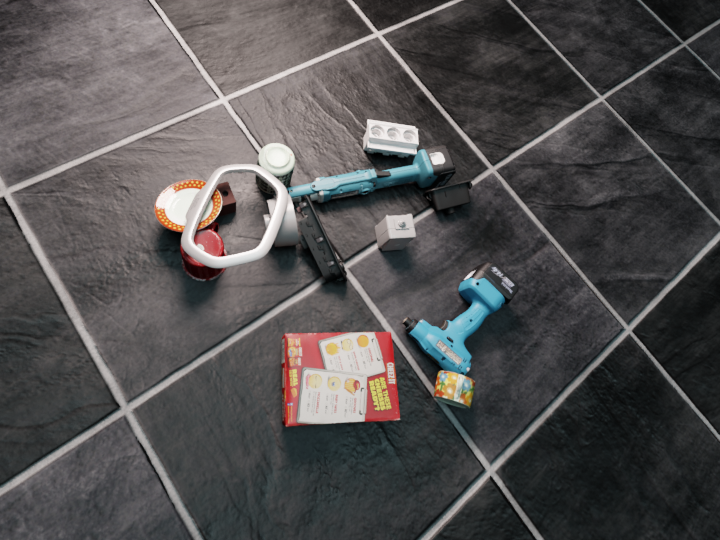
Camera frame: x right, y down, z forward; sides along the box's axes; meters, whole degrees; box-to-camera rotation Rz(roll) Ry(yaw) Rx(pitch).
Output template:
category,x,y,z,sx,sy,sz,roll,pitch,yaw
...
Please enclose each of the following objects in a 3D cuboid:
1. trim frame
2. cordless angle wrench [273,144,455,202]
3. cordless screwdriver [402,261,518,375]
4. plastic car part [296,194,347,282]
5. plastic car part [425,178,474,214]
category,x,y,z,sx,sy,sz,roll,pitch,yaw
trim frame,-0.241,-0.111,0.813,0.185,0.027,0.252,12,61,2
cordless angle wrench,0.006,-0.205,0.974,0.416,0.097,0.076,-13,76,-11
cordless screwdriver,0.214,0.084,0.911,0.161,0.074,0.247,39,71,4
plastic car part,-0.087,-0.057,0.892,0.066,0.067,0.203,-29,91,-8
plastic car part,0.215,-0.172,1.017,0.114,0.067,0.071,-19,91,-15
